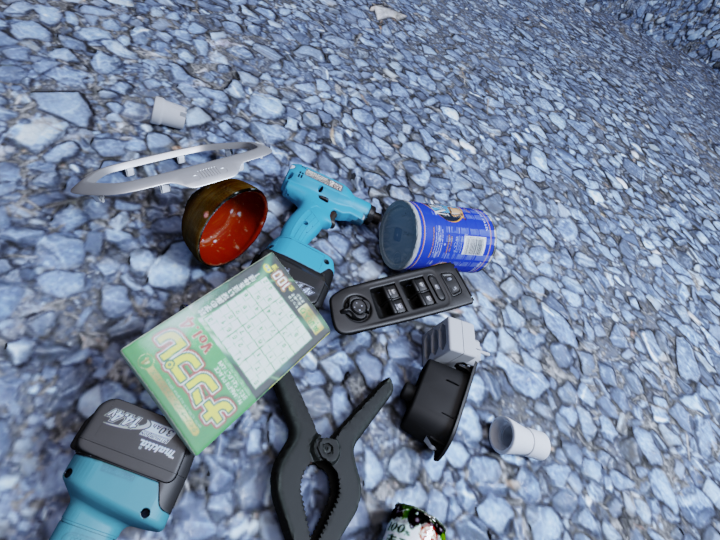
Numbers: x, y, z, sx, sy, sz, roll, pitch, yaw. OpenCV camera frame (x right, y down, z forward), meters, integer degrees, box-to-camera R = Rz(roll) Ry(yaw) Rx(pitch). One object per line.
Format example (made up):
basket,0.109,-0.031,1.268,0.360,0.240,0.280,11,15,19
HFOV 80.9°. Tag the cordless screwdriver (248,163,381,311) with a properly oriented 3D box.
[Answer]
cordless screwdriver,-0.056,-0.037,0.576,0.157,0.074,0.253,22,47,-10

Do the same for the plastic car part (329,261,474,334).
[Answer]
plastic car part,0.045,0.042,0.565,0.196,0.067,0.068,-11,70,-25

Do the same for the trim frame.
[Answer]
trim frame,-0.229,-0.129,0.532,0.195,0.027,0.241,18,34,42

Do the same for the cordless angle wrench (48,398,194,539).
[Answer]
cordless angle wrench,-0.234,0.301,0.257,0.096,0.074,0.429,23,53,-10

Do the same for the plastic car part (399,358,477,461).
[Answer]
plastic car part,0.087,0.156,0.514,0.073,0.064,0.116,27,52,13
